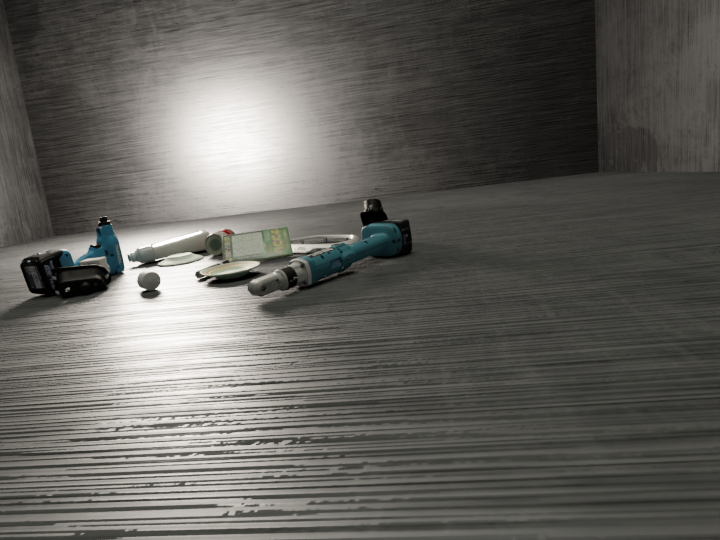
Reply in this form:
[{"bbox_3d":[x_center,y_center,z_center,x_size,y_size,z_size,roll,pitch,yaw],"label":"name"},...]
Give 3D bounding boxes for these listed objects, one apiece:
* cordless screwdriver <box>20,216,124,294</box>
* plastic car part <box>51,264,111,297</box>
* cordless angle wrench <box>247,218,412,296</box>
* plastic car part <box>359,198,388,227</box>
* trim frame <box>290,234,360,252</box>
[{"bbox_3d":[-0.712,-0.042,1.065,0.076,0.157,0.245,-3,14,17],"label":"cordless screwdriver"},{"bbox_3d":[-0.628,0.029,0.953,0.113,0.064,0.075,-9,26,-25],"label":"plastic car part"},{"bbox_3d":[-0.045,-0.026,0.840,0.103,0.073,0.409,3,19,41],"label":"cordless angle wrench"},{"bbox_3d":[0.043,-0.128,1.066,0.068,0.068,0.196,1,-12,11],"label":"plastic car part"},{"bbox_3d":[-0.116,-0.076,1.183,0.261,0.027,0.178,4,16,34],"label":"trim frame"}]
